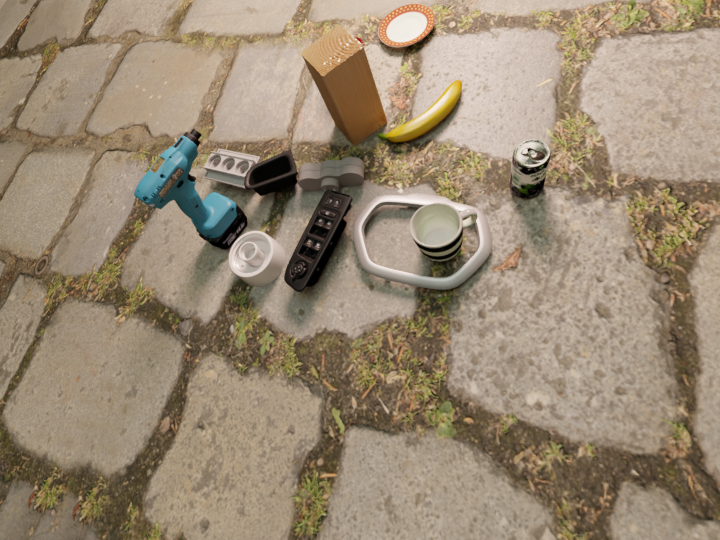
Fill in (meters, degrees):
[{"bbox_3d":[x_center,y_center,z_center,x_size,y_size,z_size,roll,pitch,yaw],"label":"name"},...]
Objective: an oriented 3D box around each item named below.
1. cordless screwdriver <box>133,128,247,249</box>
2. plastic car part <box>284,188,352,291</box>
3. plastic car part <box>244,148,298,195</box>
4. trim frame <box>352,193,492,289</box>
[{"bbox_3d":[-0.310,-0.152,0.834,0.078,0.237,0.159,29,80,25],"label":"cordless screwdriver"},{"bbox_3d":[-0.079,-0.051,0.804,0.069,0.064,0.203,23,78,25],"label":"plastic car part"},{"bbox_3d":[-0.183,-0.197,0.903,0.118,0.067,0.068,-21,64,11],"label":"plastic car part"},{"bbox_3d":[0.104,-0.060,0.761,0.259,0.026,0.186,10,72,24],"label":"trim frame"}]
